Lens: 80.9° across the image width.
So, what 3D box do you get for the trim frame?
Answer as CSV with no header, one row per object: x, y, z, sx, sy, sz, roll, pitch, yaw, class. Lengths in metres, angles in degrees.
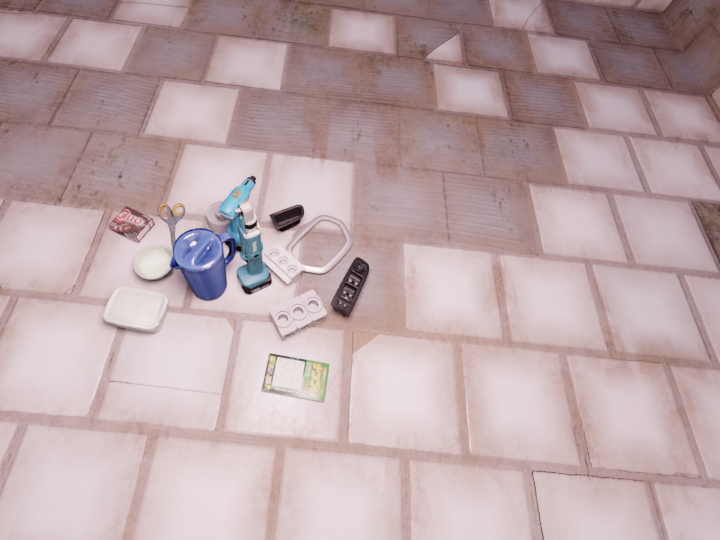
-0.139,-0.091,1.417,0.189,0.027,0.247,35,63,14,trim frame

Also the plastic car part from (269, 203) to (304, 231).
-0.242,-0.169,1.427,0.114,0.070,0.068,-24,68,-18,plastic car part

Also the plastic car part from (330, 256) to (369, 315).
-0.029,0.051,1.325,0.067,0.066,0.204,23,61,5,plastic car part

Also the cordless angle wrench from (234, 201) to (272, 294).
-0.300,-0.059,1.161,0.096,0.416,0.077,-25,70,-21,cordless angle wrench

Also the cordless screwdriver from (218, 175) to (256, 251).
-0.368,-0.174,1.317,0.075,0.245,0.160,26,61,3,cordless screwdriver
